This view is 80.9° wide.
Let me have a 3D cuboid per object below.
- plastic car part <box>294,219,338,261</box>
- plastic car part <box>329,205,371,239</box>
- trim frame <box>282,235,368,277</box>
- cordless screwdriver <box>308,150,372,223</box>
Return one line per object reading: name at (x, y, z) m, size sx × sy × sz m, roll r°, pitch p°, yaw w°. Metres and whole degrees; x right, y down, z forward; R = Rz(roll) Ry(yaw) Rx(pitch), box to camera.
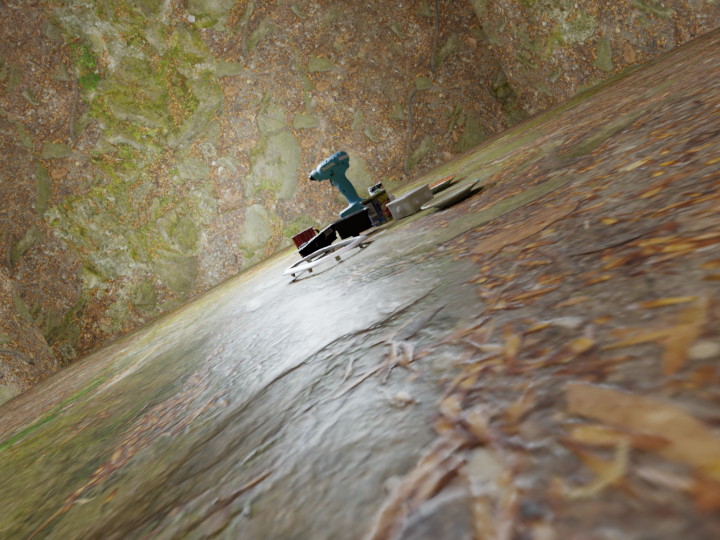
plastic car part at (-0.120, -0.079, 1.228) m, size 0.068 × 0.066 × 0.199 m, roll -23°, pitch 10°, yaw 36°
plastic car part at (-0.016, -0.121, 1.148) m, size 0.117 × 0.070 × 0.066 m, roll -27°, pitch 7°, yaw 8°
trim frame at (-0.085, -0.033, 1.007) m, size 0.180 × 0.027 × 0.257 m, roll -35°, pitch 12°, yaw -37°
cordless screwdriver at (-0.058, -0.234, 1.327) m, size 0.164 × 0.247 × 0.072 m, roll -23°, pitch 6°, yaw 42°
